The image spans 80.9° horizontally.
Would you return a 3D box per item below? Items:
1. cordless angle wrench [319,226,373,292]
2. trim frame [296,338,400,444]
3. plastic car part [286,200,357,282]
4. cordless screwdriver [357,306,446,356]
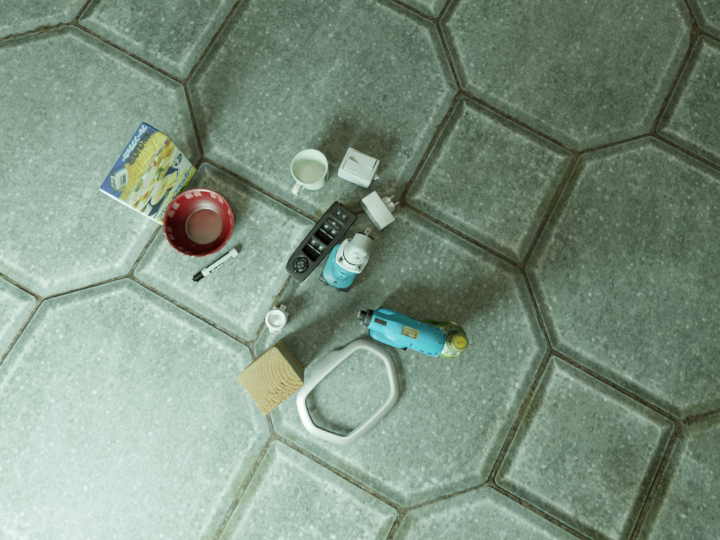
[{"bbox_3d":[-0.023,-0.018,0.789,0.074,0.423,0.098,25,83,-4],"label":"cordless angle wrench"},{"bbox_3d":[-0.025,0.269,0.946,0.247,0.027,0.186,-41,85,-7],"label":"trim frame"},{"bbox_3d":[-0.095,-0.062,0.973,0.067,0.067,0.202,39,83,1],"label":"plastic car part"},{"bbox_3d":[0.059,0.114,0.860,0.159,0.248,0.074,20,83,-3],"label":"cordless screwdriver"}]
